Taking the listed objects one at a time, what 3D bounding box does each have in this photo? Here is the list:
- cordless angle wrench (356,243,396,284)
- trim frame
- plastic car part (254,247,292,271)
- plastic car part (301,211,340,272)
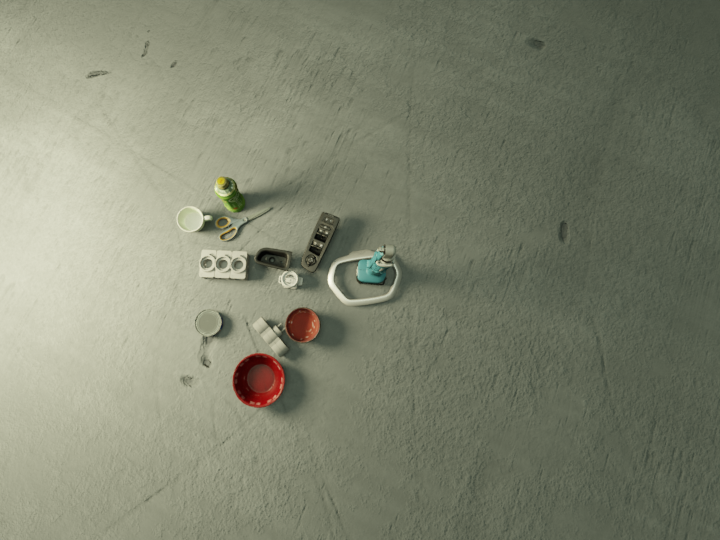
[{"bbox_3d":[0.053,-0.019,1.209,0.098,0.420,0.075,5,81,-5],"label":"cordless angle wrench"},{"bbox_3d":[0.015,0.021,1.400,0.248,0.027,0.187,-9,78,-2],"label":"trim frame"},{"bbox_3d":[-0.286,-0.036,1.391,0.117,0.070,0.066,11,79,1],"label":"plastic car part"},{"bbox_3d":[-0.137,-0.090,1.404,0.067,0.066,0.203,23,79,2],"label":"plastic car part"}]
